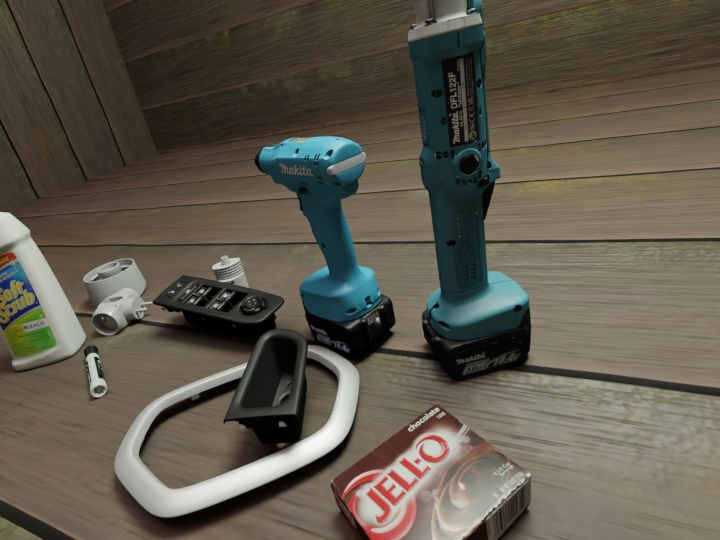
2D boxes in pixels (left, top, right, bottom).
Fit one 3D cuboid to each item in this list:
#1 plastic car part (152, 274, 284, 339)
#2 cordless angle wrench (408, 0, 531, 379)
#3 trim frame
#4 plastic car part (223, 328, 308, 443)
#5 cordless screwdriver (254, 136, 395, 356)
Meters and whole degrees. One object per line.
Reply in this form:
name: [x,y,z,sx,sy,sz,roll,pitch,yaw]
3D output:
plastic car part: [-0.195,0.056,0.590,0.212,0.065,0.065,4,29,30]
cordless angle wrench: [0.086,-0.097,0.373,0.097,0.410,0.077,-14,23,-4]
trim frame: [-0.118,0.144,0.426,0.244,0.027,0.193,-21,27,-14]
plastic car part: [-0.076,0.118,0.411,0.067,0.069,0.118,-9,26,8]
cordless screwdriver: [-0.049,-0.032,0.497,0.072,0.241,0.168,-29,29,-35]
